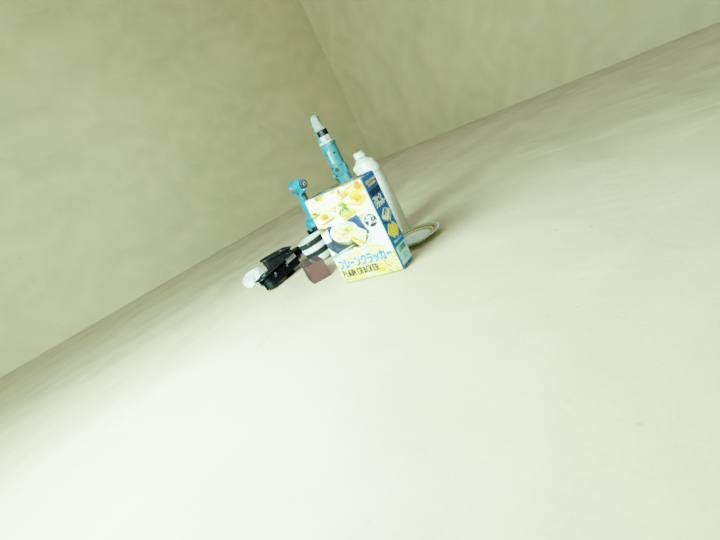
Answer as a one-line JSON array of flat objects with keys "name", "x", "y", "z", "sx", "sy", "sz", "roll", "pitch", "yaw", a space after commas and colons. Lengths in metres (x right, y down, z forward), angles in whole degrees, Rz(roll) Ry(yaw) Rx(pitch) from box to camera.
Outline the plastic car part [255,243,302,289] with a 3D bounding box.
[{"name": "plastic car part", "x": -0.244, "y": -0.004, "z": 1.301, "sx": 0.069, "sy": 0.065, "sz": 0.199, "roll": -14, "pitch": 20, "yaw": 43}]

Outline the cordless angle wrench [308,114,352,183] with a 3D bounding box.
[{"name": "cordless angle wrench", "x": -0.077, "y": -0.371, "z": 1.545, "sx": 0.101, "sy": 0.415, "sz": 0.073, "roll": -20, "pitch": 13, "yaw": 30}]

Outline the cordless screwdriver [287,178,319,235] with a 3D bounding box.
[{"name": "cordless screwdriver", "x": -0.189, "y": -0.234, "z": 1.604, "sx": 0.073, "sy": 0.244, "sz": 0.165, "roll": -30, "pitch": 13, "yaw": -17}]

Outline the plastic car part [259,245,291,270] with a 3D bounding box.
[{"name": "plastic car part", "x": -0.280, "y": -0.027, "z": 1.423, "sx": 0.114, "sy": 0.069, "sz": 0.069, "roll": -37, "pitch": 17, "yaw": -35}]
